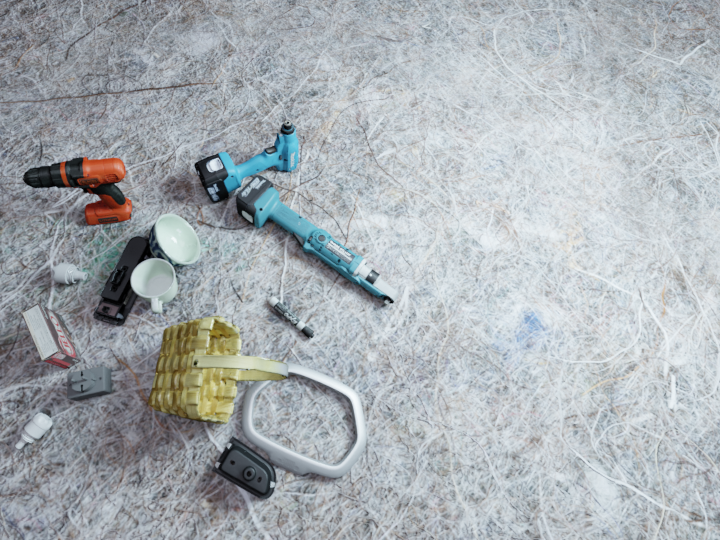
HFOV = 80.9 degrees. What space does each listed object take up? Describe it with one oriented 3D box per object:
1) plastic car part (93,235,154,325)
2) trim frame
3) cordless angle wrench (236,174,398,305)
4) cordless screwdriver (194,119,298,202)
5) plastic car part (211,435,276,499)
[{"bbox_3d":[-0.498,0.008,0.895,0.067,0.065,0.206,12,61,5],"label":"plastic car part"},{"bbox_3d":[-0.107,0.286,0.813,0.250,0.027,0.186,21,63,3],"label":"trim frame"},{"bbox_3d":[-0.094,-0.061,0.961,0.430,0.073,0.097,35,66,9],"label":"cordless angle wrench"},{"bbox_3d":[-0.260,-0.261,0.992,0.245,0.157,0.077,-24,73,-15],"label":"cordless screwdriver"},{"bbox_3d":[-0.201,0.354,0.747,0.119,0.069,0.066,27,66,9],"label":"plastic car part"}]
